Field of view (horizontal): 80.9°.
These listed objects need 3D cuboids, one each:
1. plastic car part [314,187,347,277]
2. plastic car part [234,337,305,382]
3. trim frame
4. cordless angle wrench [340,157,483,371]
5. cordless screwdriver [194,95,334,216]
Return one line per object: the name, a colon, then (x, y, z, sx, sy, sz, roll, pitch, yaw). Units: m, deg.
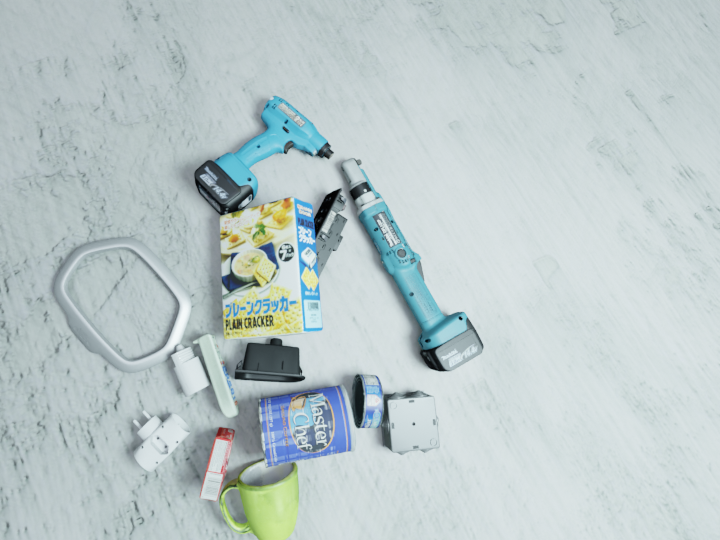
plastic car part: (-0.076, -0.049, 0.773, 0.064, 0.069, 0.203, 37, 73, -27)
plastic car part: (-0.153, 0.151, 0.719, 0.114, 0.065, 0.073, 3, 64, -11)
trim frame: (-0.406, 0.054, 0.723, 0.183, 0.027, 0.250, -43, 87, -15)
cordless angle wrench: (0.071, -0.025, 0.779, 0.097, 0.074, 0.430, -26, 80, -13)
cordless screwdriver: (-0.175, -0.199, 0.785, 0.160, 0.074, 0.247, 40, 72, 1)
